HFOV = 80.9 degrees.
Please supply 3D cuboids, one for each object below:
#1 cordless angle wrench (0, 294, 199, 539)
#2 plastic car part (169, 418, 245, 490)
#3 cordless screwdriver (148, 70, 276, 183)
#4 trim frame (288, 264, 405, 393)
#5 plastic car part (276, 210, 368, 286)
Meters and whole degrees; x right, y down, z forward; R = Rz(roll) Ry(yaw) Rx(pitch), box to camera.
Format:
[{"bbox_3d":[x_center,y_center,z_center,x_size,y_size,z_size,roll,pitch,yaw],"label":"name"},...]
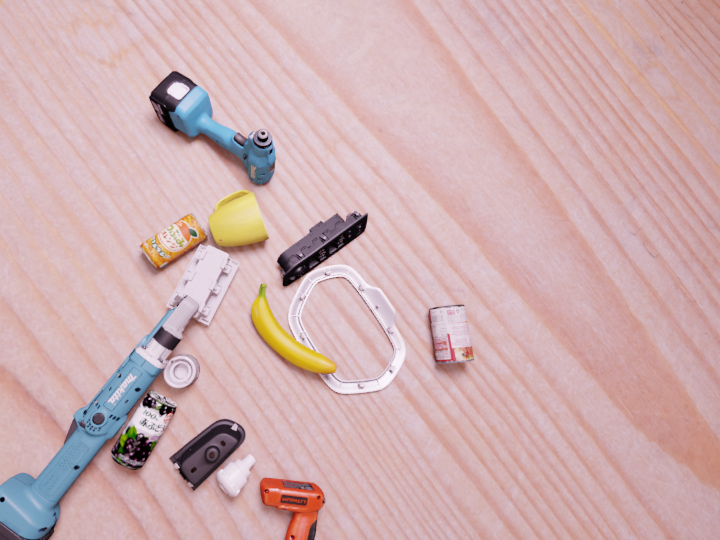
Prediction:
[{"bbox_3d":[-0.385,0.216,0.633,0.098,0.075,0.422,36,79,-2],"label":"cordless angle wrench"},{"bbox_3d":[-0.239,0.289,0.668,0.115,0.071,0.066,-40,90,-15],"label":"plastic car part"},{"bbox_3d":[-0.257,-0.262,0.759,0.249,0.159,0.074,36,72,0],"label":"cordless screwdriver"},{"bbox_3d":[-0.022,0.106,0.779,0.181,0.027,0.252,-32,82,-17],"label":"trim frame"},{"bbox_3d":[-0.077,-0.050,0.790,0.201,0.065,0.068,-42,80,-17],"label":"plastic car part"}]
